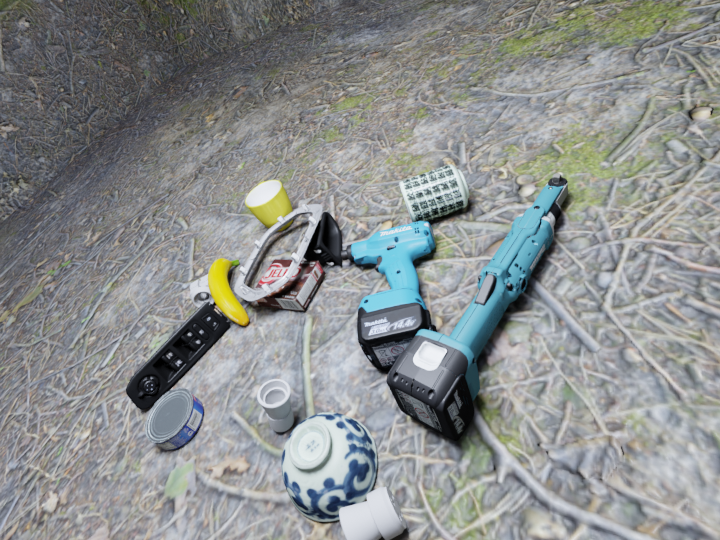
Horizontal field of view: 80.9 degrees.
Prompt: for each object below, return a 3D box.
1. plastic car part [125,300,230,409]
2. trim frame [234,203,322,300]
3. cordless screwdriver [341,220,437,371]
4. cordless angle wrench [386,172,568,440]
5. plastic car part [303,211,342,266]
[{"bbox_3d":[-0.329,0.144,0.747,0.070,0.063,0.202,8,53,49],"label":"plastic car part"},{"bbox_3d":[-0.153,-0.042,0.795,0.191,0.026,0.251,-14,39,34],"label":"trim frame"},{"bbox_3d":[0.034,0.026,0.639,0.163,0.071,0.254,-14,39,20],"label":"cordless screwdriver"},{"bbox_3d":[0.186,0.012,0.555,0.078,0.093,0.420,15,54,41],"label":"cordless angle wrench"},{"bbox_3d":[-0.078,-0.051,0.801,0.072,0.063,0.120,-31,34,21],"label":"plastic car part"}]
